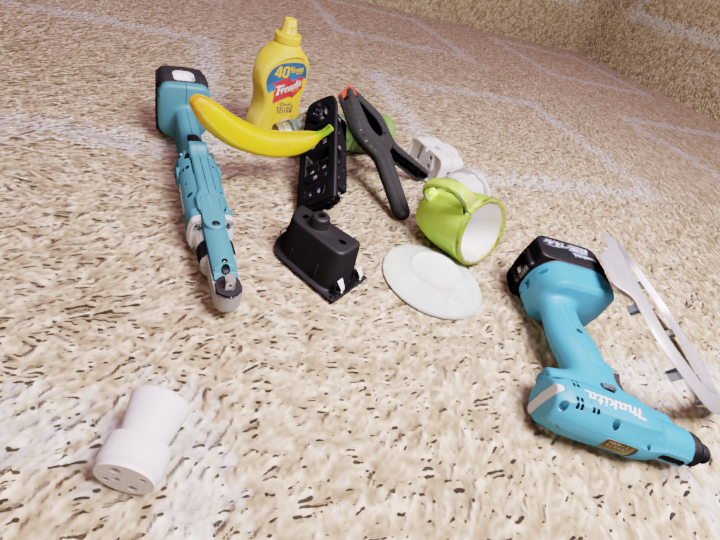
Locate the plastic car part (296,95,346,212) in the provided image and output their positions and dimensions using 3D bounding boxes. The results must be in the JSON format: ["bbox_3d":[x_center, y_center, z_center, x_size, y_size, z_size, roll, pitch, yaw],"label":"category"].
[{"bbox_3d":[-0.047,-0.169,0.614,0.063,0.068,0.208,22,55,-43],"label":"plastic car part"}]

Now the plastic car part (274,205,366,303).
[{"bbox_3d":[-0.047,-0.031,0.484,0.121,0.070,0.064,39,41,20],"label":"plastic car part"}]

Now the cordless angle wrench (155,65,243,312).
[{"bbox_3d":[-0.205,-0.122,0.532,0.072,0.097,0.444,-4,47,-27],"label":"cordless angle wrench"}]

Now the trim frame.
[{"bbox_3d":[0.347,0.053,0.503,0.178,0.028,0.251,42,36,-18],"label":"trim frame"}]

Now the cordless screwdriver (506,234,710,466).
[{"bbox_3d":[0.255,0.077,0.464,0.159,0.073,0.253,17,42,-3],"label":"cordless screwdriver"}]
